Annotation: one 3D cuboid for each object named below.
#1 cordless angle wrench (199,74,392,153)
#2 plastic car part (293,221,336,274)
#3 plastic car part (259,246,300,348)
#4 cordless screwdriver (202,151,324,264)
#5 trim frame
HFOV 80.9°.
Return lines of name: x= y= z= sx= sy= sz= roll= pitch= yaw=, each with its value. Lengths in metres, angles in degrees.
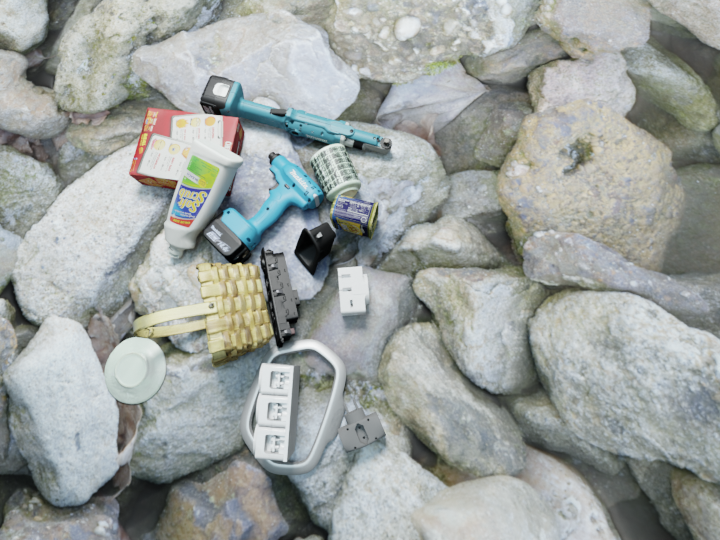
cordless angle wrench: x=-0.137 y=-0.326 z=0.929 sx=0.427 sy=0.096 sz=0.075 roll=17 pitch=78 yaw=5
plastic car part: x=-0.082 y=-0.054 z=0.840 sx=0.069 sy=0.116 sz=0.068 roll=-34 pitch=77 yaw=-30
plastic car part: x=-0.158 y=0.042 z=0.833 sx=0.066 sy=0.065 sz=0.209 roll=-16 pitch=68 yaw=-11
cordless screwdriver: x=-0.217 y=-0.136 z=0.889 sx=0.247 sy=0.072 sz=0.165 roll=-41 pitch=72 yaw=-10
trim frame: x=-0.123 y=0.253 z=0.798 sx=0.188 sy=0.027 sz=0.250 roll=16 pitch=75 yaw=10
